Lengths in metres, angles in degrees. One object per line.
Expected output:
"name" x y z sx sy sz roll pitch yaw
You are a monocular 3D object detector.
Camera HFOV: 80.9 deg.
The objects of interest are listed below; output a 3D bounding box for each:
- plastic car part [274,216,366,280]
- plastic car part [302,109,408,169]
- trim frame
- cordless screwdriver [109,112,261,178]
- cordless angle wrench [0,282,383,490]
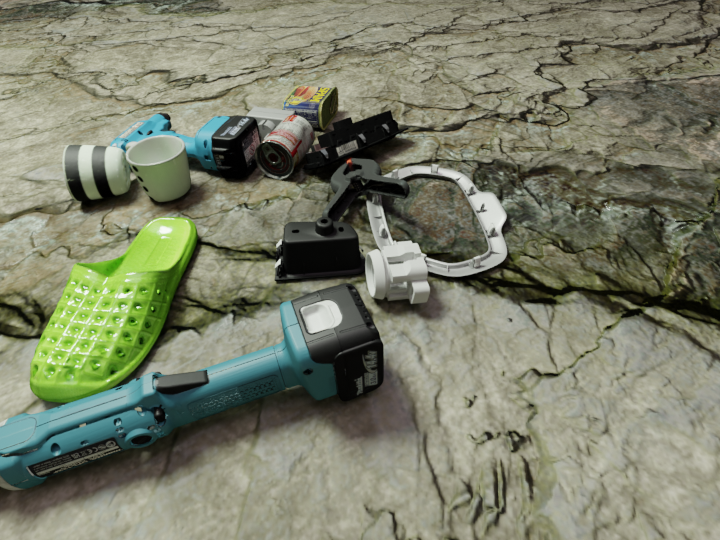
"plastic car part" -0.051 -0.033 0.522 0.117 0.068 0.068 -5 45 1
"plastic car part" -0.010 -0.228 0.719 0.198 0.066 0.069 -26 12 -28
"trim frame" 0.104 -0.084 0.597 0.184 0.027 0.257 -4 42 -2
"cordless screwdriver" -0.293 -0.232 0.739 0.255 0.071 0.161 5 44 13
"cordless angle wrench" -0.189 0.120 0.366 0.418 0.094 0.078 -17 46 -9
